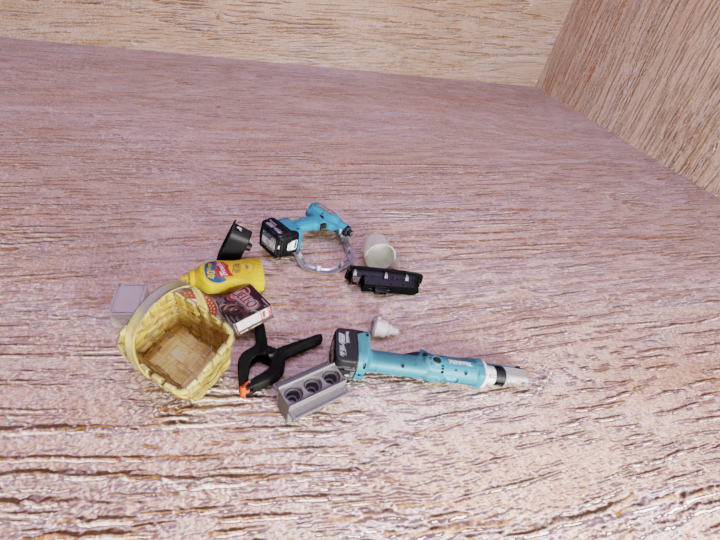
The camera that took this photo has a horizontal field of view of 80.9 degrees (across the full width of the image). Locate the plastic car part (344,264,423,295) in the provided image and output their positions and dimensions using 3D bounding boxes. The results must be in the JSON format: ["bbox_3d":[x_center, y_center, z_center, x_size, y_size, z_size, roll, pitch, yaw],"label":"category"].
[{"bbox_3d":[0.065,0.029,1.073,0.200,0.065,0.069,2,49,-10],"label":"plastic car part"}]

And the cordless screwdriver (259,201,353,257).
[{"bbox_3d":[-0.144,-0.107,1.153,0.167,0.073,0.242,33,40,25],"label":"cordless screwdriver"}]

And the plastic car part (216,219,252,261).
[{"bbox_3d":[-0.315,-0.066,1.081,0.068,0.117,0.068,26,34,-23],"label":"plastic car part"}]

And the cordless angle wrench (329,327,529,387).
[{"bbox_3d":[0.148,0.200,0.879,0.419,0.073,0.101,8,39,-5],"label":"cordless angle wrench"}]

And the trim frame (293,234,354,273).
[{"bbox_3d":[-0.116,-0.076,1.190,0.180,0.027,0.260,-5,43,-16],"label":"trim frame"}]
